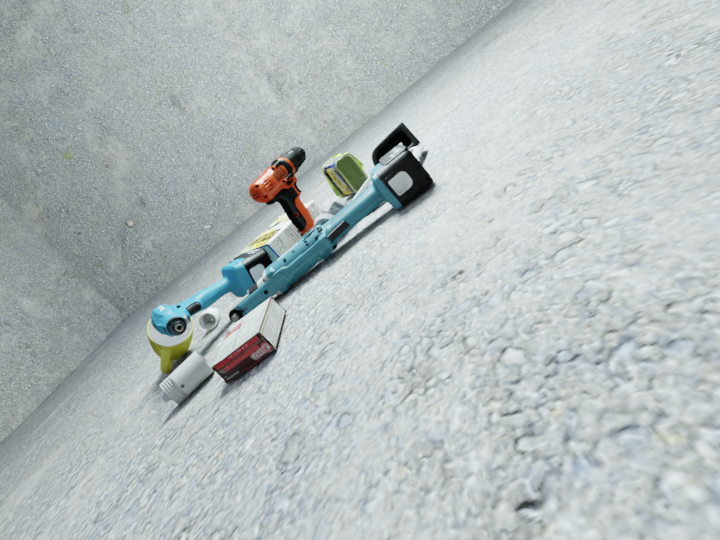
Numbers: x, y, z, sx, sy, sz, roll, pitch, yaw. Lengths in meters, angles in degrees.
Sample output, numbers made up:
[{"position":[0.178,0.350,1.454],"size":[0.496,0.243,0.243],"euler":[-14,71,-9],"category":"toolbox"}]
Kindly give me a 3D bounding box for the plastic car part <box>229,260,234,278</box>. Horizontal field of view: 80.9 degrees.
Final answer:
[{"position":[-0.299,0.010,1.062],"size":[0.210,0.064,0.067],"euler":[11,78,66],"category":"plastic car part"}]

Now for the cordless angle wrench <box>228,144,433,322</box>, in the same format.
[{"position":[-0.071,-0.047,0.730],"size":[0.426,0.072,0.100],"euler":[-39,16,11],"category":"cordless angle wrench"}]

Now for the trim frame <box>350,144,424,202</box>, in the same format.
[{"position":[0.049,-0.186,0.879],"size":[0.189,0.027,0.249],"euler":[-25,25,36],"category":"trim frame"}]

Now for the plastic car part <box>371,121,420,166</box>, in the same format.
[{"position":[0.077,-0.292,1.028],"size":[0.117,0.066,0.070],"euler":[-40,0,11],"category":"plastic car part"}]

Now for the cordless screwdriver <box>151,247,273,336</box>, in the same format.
[{"position":[-0.272,0.045,0.808],"size":[0.244,0.073,0.166],"euler":[-34,18,-28],"category":"cordless screwdriver"}]
